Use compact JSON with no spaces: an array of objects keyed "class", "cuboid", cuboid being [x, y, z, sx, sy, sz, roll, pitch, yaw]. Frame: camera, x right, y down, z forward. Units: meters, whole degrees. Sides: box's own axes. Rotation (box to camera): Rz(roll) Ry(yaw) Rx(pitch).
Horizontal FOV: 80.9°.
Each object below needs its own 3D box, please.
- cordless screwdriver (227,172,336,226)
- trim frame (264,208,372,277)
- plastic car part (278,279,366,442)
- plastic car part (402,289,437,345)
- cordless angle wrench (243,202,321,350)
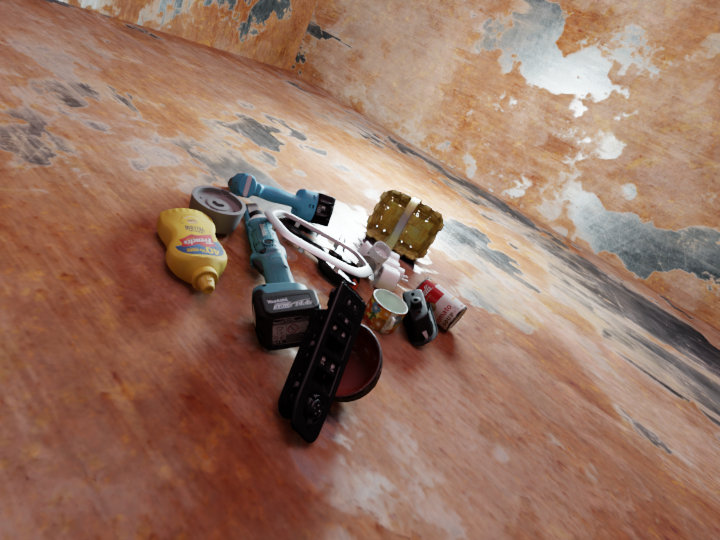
[{"class":"cordless screwdriver","cuboid":[-0.194,-0.175,1.010,0.238,0.074,0.166,14,4,-27]},{"class":"trim frame","cuboid":[-0.082,-0.054,0.838,0.243,0.027,0.189,26,17,-14]},{"class":"plastic car part","cuboid":[-0.056,0.113,0.555,0.063,0.070,0.205,53,43,-44]},{"class":"plastic car part","cuboid":[0.110,0.080,0.821,0.066,0.068,0.120,-14,30,4]},{"class":"cordless angle wrench","cuboid":[-0.171,-0.029,0.779,0.095,0.072,0.444,-7,33,-19]}]
